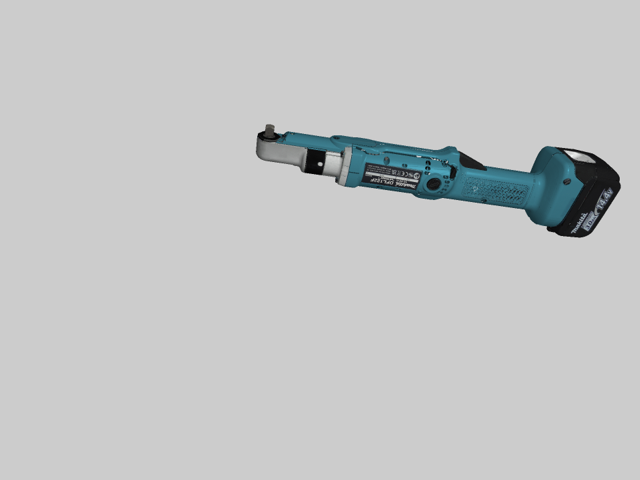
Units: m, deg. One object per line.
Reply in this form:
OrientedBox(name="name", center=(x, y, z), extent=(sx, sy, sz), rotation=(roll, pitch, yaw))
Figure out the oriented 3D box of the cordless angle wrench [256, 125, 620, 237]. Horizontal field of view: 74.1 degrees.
OrientedBox(name="cordless angle wrench", center=(0.134, -0.081, 0.515), extent=(0.423, 0.098, 0.074), rotation=(7, 35, -6))
